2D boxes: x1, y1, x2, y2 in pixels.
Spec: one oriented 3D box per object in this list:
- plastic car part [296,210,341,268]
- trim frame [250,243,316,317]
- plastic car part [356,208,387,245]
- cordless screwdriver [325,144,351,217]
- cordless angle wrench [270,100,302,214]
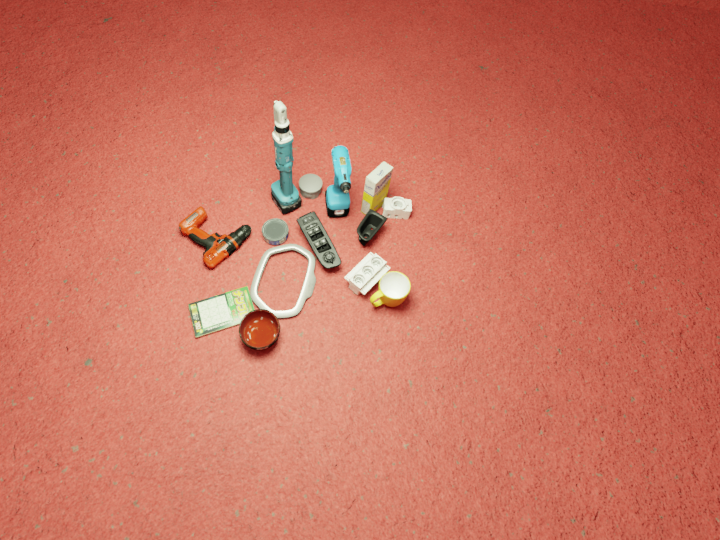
[{"bbox_3d":[-0.129,-0.084,1.318,0.065,0.065,0.211,-24,64,-17],"label":"plastic car part"},{"bbox_3d":[-0.228,0.027,1.274,0.186,0.027,0.252,11,61,4],"label":"trim frame"},{"bbox_3d":[0.026,-0.126,1.345,0.068,0.069,0.116,30,63,11],"label":"plastic car part"},{"bbox_3d":[-0.063,-0.247,1.311,0.073,0.243,0.164,-4,62,-9],"label":"cordless screwdriver"},{"bbox_3d":[-0.227,-0.324,1.252,0.073,0.414,0.102,-29,69,-20],"label":"cordless angle wrench"}]
